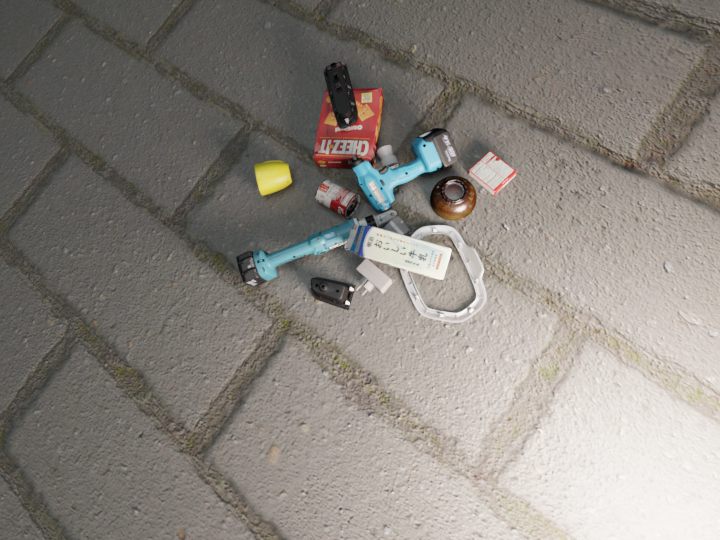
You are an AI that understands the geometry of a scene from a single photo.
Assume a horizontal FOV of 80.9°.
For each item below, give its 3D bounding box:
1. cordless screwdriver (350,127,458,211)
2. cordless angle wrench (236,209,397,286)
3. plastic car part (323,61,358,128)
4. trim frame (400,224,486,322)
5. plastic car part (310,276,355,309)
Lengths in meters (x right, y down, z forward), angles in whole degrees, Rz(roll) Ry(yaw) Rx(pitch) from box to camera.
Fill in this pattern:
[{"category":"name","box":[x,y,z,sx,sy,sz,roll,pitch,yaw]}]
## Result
[{"category":"cordless screwdriver","box":[0.106,-0.276,1.064,0.249,0.076,0.154,-33,107,4]},{"category":"cordless angle wrench","box":[-0.106,-0.069,1.086,0.425,0.095,0.076,-21,77,4]},{"category":"plastic car part","box":[-0.052,-0.476,1.124,0.067,0.065,0.207,-13,76,2]},{"category":"trim frame","box":[0.197,0.004,1.022,0.185,0.026,0.256,-21,70,6]},{"category":"plastic car part","box":[-0.079,0.048,1.054,0.119,0.069,0.066,15,78,13]}]
